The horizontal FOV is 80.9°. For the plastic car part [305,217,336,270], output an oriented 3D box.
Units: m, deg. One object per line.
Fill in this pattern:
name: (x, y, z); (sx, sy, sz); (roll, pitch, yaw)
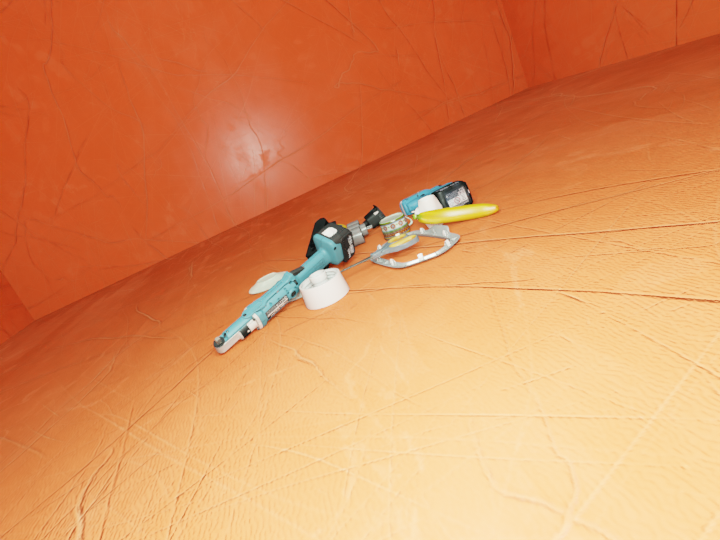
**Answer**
plastic car part: (-0.116, -0.076, 1.190); (0.068, 0.064, 0.206); (-23, 37, 32)

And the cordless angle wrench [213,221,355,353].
cordless angle wrench: (-0.175, 0.042, 0.998); (0.078, 0.094, 0.418); (25, 56, 33)

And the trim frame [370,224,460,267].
trim frame: (0.122, -0.060, 1.003); (0.181, 0.027, 0.258); (-29, 17, -16)

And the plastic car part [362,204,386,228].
plastic car part: (0.041, -0.167, 1.361); (0.071, 0.064, 0.119); (-39, 14, 1)

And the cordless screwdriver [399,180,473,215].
cordless screwdriver: (0.231, -0.212, 1.213); (0.157, 0.073, 0.256); (-29, 15, -13)
